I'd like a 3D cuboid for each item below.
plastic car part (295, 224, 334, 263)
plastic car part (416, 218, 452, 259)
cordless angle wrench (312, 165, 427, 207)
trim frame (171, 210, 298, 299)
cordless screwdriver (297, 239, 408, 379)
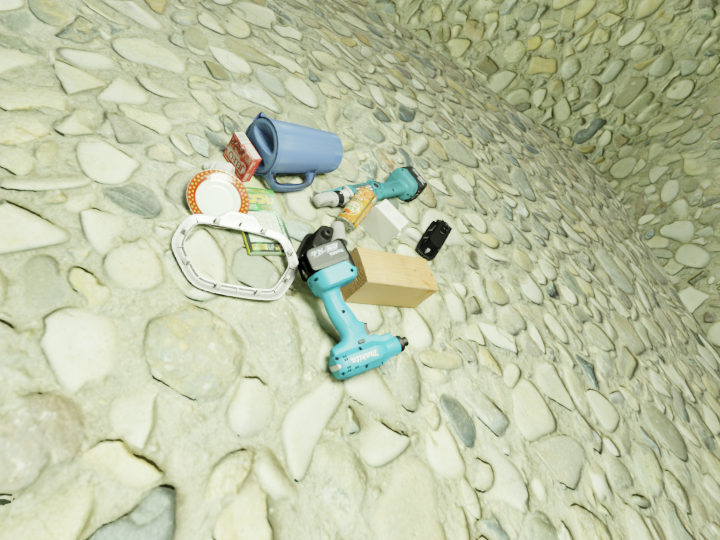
[{"bbox_3d":[-0.090,-0.059,0.920,0.064,0.072,0.118,33,43,-15],"label":"plastic car part"},{"bbox_3d":[0.220,-0.095,1.209,0.066,0.068,0.200,48,42,-5],"label":"plastic car part"},{"bbox_3d":[0.028,-0.218,1.164,0.408,0.075,0.101,-21,70,-44],"label":"cordless angle wrench"},{"bbox_3d":[-0.230,-0.033,0.805,0.239,0.027,0.190,10,51,-23],"label":"trim frame"},{"bbox_3d":[-0.016,0.065,0.812,0.155,0.075,0.255,-15,74,-23],"label":"cordless screwdriver"}]
